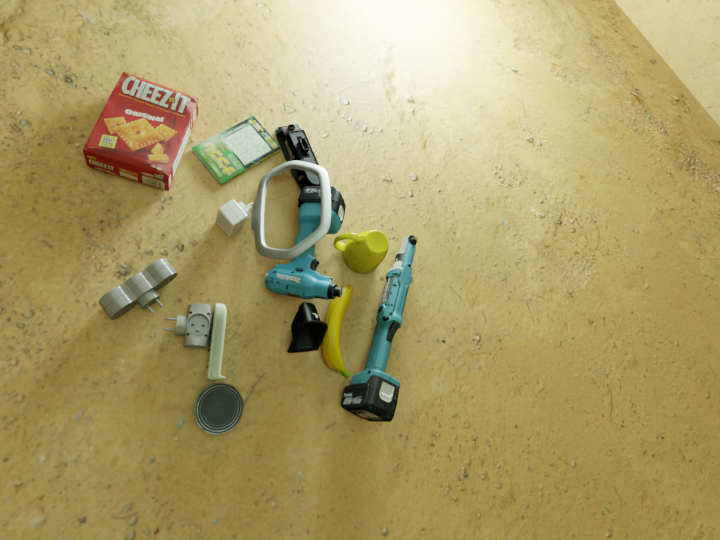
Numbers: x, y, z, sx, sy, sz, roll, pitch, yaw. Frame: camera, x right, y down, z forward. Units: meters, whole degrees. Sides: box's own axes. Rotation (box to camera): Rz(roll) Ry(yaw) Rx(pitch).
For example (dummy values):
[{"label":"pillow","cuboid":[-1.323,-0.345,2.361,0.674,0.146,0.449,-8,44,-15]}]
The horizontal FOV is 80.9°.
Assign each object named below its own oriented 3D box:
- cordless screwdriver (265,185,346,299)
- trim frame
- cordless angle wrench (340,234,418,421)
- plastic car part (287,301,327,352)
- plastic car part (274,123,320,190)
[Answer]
[{"label":"cordless screwdriver","cuboid":[-0.086,-0.056,0.881,0.165,0.071,0.251,7,64,21]},{"label":"trim frame","cuboid":[-0.150,-0.133,0.892,0.188,0.026,0.256,-11,62,13]},{"label":"cordless angle wrench","cuboid":[0.064,0.097,0.906,0.072,0.100,0.428,31,56,-22]},{"label":"plastic car part","cuboid":[-0.107,0.104,0.832,0.064,0.115,0.074,-1,49,-24]},{"label":"plastic car part","cuboid":[-0.132,-0.265,0.994,0.064,0.068,0.206,-15,78,-33]}]
